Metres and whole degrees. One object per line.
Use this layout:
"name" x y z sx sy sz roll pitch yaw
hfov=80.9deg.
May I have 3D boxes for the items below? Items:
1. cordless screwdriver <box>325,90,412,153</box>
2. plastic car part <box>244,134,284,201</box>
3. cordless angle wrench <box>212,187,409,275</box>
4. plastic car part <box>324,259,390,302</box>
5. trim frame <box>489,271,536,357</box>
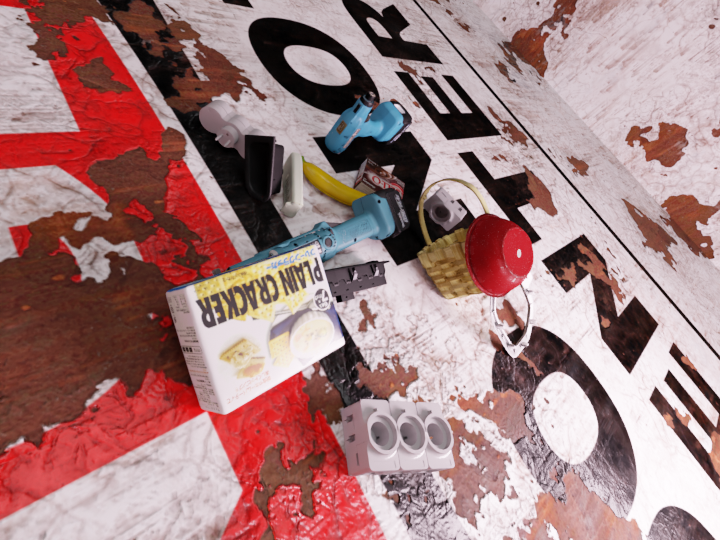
"cordless screwdriver" 0.036 -0.359 0.998 0.241 0.161 0.076 -29 80 -47
"plastic car part" -0.169 -0.189 0.776 0.069 0.114 0.069 12 19 25
"cordless angle wrench" -0.072 -0.047 0.738 0.411 0.077 0.097 -29 101 -40
"plastic car part" -0.019 0.017 0.737 0.195 0.068 0.068 -16 79 -42
"trim frame" 0.322 0.070 0.879 0.236 0.029 0.184 50 55 -33
